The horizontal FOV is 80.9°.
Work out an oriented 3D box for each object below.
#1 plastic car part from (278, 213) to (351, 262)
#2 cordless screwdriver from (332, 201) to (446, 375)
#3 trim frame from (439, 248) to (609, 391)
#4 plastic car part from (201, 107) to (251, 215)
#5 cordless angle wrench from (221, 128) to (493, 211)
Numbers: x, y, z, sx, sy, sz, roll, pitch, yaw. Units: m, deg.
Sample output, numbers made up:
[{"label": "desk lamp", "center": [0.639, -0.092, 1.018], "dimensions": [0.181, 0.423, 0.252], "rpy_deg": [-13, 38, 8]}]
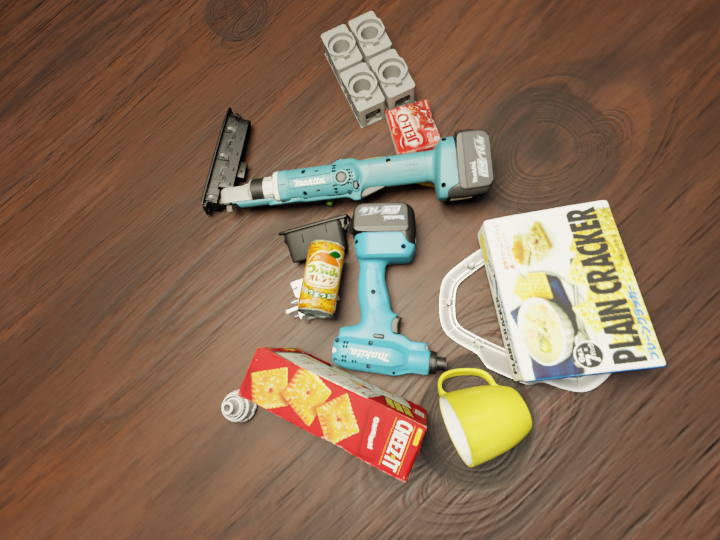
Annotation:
[{"label": "plastic car part", "center": [-0.067, -0.044, 0.682], "dimensions": [0.118, 0.065, 0.071], "rpy_deg": [-17, 87, 9]}, {"label": "cordless screwdriver", "center": [0.050, 0.026, 0.626], "dimensions": [0.163, 0.072, 0.251], "rpy_deg": [4, 78, 12]}, {"label": "trim frame", "center": [0.237, 0.063, 0.598], "dimensions": [0.256, 0.027, 0.184], "rpy_deg": [23, 80, 16]}, {"label": "plastic car part", "center": [-0.236, -0.200, 0.760], "dimensions": [0.067, 0.065, 0.206], "rpy_deg": [4, 74, 1]}, {"label": "cordless angle wrench", "center": [-0.024, -0.141, 0.663], "dimensions": [0.432, 0.073, 0.098], "rpy_deg": [-4, 91, 13]}]
